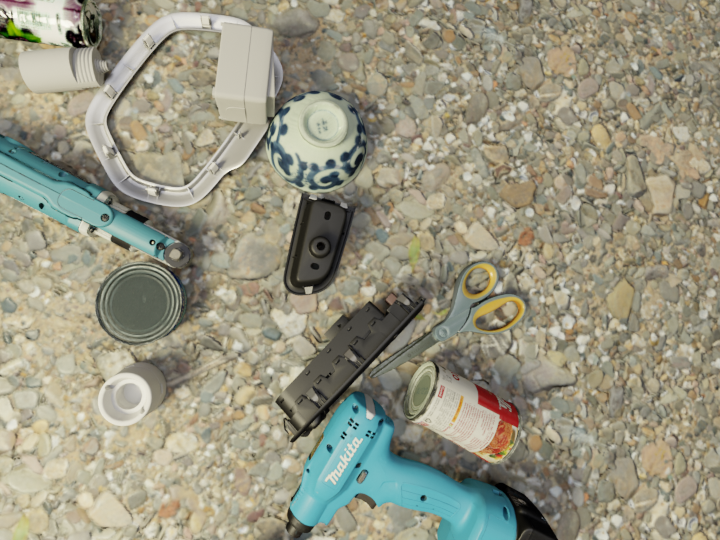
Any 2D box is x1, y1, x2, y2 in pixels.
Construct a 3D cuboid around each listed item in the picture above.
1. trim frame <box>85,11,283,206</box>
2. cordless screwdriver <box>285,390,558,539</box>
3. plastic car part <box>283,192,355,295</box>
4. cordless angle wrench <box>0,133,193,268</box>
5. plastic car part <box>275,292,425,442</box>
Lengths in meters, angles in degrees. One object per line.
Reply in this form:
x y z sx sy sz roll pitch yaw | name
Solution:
-0.197 -0.191 0.483 0.183 0.028 0.248 32 79 -3 | trim frame
0.055 0.253 0.434 0.249 0.074 0.159 30 93 1 | cordless screwdriver
-0.045 -0.029 0.458 0.065 0.071 0.117 15 79 -7 | plastic car part
-0.364 -0.108 0.428 0.417 0.099 0.074 29 81 -7 | cordless angle wrench
-0.017 0.094 0.451 0.068 0.065 0.202 40 80 6 | plastic car part
